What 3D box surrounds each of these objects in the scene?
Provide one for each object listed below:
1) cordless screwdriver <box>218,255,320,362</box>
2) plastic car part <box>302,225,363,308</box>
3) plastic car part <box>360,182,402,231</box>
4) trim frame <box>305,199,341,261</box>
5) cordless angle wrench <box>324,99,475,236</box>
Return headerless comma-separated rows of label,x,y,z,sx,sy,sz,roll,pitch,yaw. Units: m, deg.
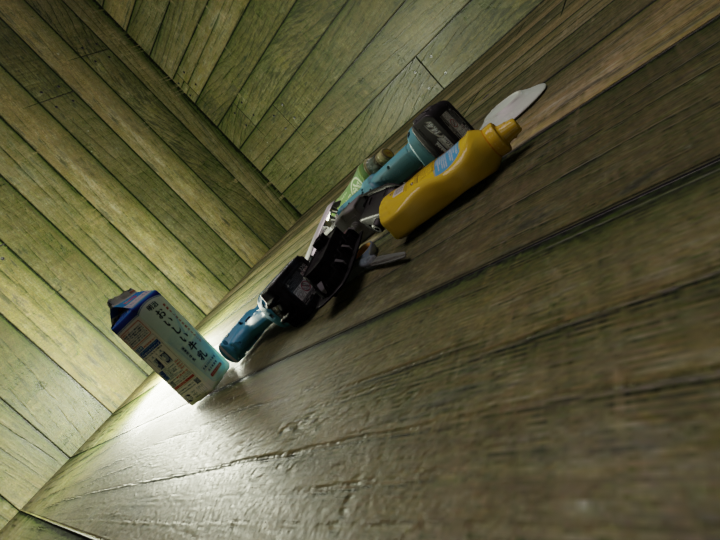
cordless screwdriver,-0.147,0.059,0.738,0.253,0.073,0.159,-37,13,43
plastic car part,-0.040,-0.019,0.618,0.067,0.065,0.206,-36,19,19
plastic car part,0.039,-0.097,0.708,0.071,0.064,0.120,-62,20,-14
trim frame,-0.081,-0.053,0.830,0.248,0.027,0.184,141,151,-84
cordless angle wrench,0.033,-0.156,0.833,0.431,0.097,0.073,-34,10,49
